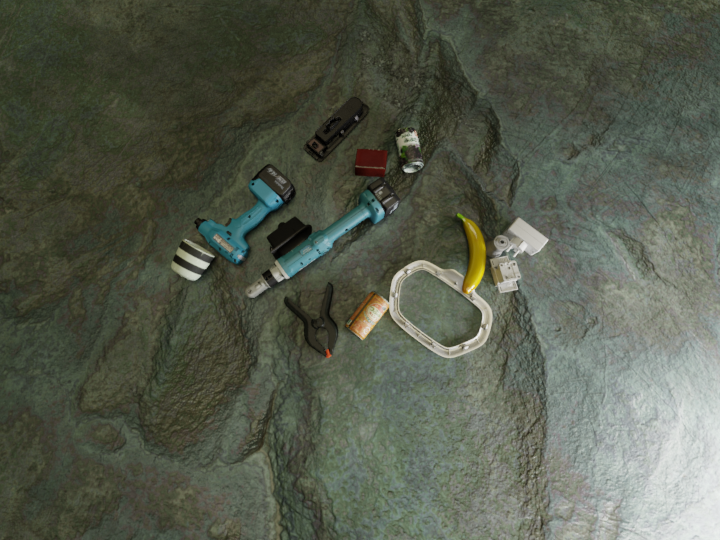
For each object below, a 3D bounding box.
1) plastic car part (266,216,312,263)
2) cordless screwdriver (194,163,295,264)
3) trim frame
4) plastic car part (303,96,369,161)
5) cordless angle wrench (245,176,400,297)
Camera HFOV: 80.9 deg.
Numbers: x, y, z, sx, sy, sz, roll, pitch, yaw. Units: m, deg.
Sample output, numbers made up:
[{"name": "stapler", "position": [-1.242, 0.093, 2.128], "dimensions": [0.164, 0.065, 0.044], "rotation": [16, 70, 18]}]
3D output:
[{"name": "plastic car part", "position": [-0.181, -0.085, 1.035], "dimensions": [0.116, 0.063, 0.074], "rotation": [-42, 65, -10]}, {"name": "cordless screwdriver", "position": [-0.287, -0.154, 1.051], "dimensions": [0.163, 0.073, 0.248], "rotation": [37, 85, 11]}, {"name": "trim frame", "position": [0.182, 0.085, 0.978], "dimensions": [0.255, 0.027, 0.184], "rotation": [37, 80, 13]}, {"name": "plastic car part", "position": [-0.062, -0.380, 1.098], "dimensions": [0.069, 0.065, 0.202], "rotation": [41, 79, 17]}, {"name": "cordless angle wrench", "position": [-0.098, -0.064, 1.006], "dimensions": [0.422, 0.096, 0.076], "rotation": [-36, 83, -2]}]
